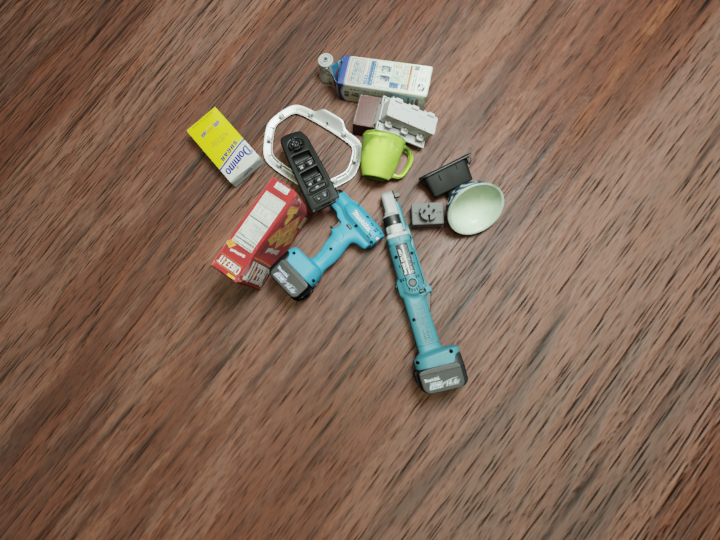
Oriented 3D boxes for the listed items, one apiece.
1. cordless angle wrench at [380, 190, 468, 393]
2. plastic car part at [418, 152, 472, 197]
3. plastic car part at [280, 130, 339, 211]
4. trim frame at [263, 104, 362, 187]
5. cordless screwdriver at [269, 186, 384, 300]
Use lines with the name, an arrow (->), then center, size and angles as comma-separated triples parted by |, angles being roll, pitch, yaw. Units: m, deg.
cordless angle wrench -> 0.109, 0.030, 0.881 | 0.098, 0.072, 0.431 | -16, 76, 2
plastic car part -> 0.192, -0.198, 0.919 | 0.117, 0.066, 0.070 | -29, 94, 4
plastic car part -> -0.111, -0.219, 0.929 | 0.067, 0.065, 0.208 | -29, 74, 8
trim frame -> -0.116, -0.289, 0.988 | 0.255, 0.027, 0.184 | 34, 85, 13
cordless screwdriver -> -0.090, -0.059, 0.920 | 0.248, 0.073, 0.163 | -39, 78, -5
